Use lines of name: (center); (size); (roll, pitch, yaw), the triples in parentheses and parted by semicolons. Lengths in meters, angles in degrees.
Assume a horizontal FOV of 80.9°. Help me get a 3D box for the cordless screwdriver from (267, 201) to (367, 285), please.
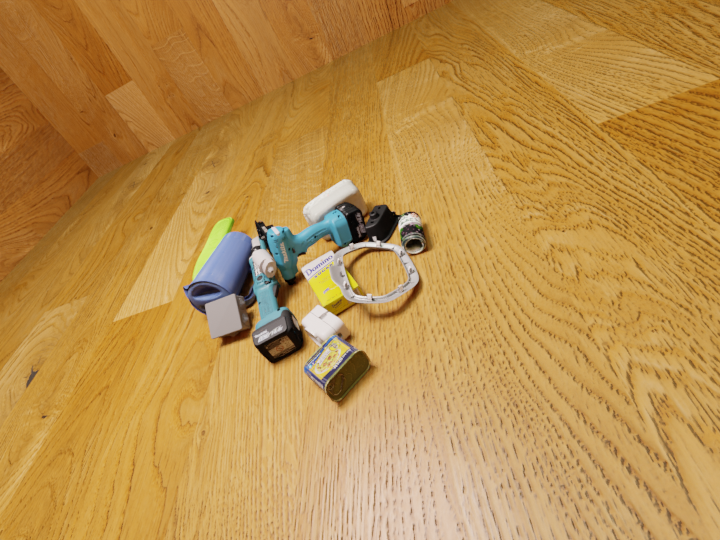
cordless screwdriver: (-0.106, -0.069, 1.082); (0.245, 0.154, 0.078); (-22, 29, -15)

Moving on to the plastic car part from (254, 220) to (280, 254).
plastic car part: (-0.261, -0.091, 1.261); (0.065, 0.064, 0.214); (-12, 31, -19)

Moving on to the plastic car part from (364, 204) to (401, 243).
plastic car part: (0.047, -0.124, 1.067); (0.069, 0.068, 0.117); (-3, 41, 35)

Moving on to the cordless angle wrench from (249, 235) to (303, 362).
cordless angle wrench: (-0.236, 0.036, 1.055); (0.098, 0.070, 0.444); (-30, 40, 1)

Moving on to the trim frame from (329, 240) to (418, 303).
trim frame: (0.024, -0.005, 0.938); (0.184, 0.026, 0.258); (-13, 34, -2)
